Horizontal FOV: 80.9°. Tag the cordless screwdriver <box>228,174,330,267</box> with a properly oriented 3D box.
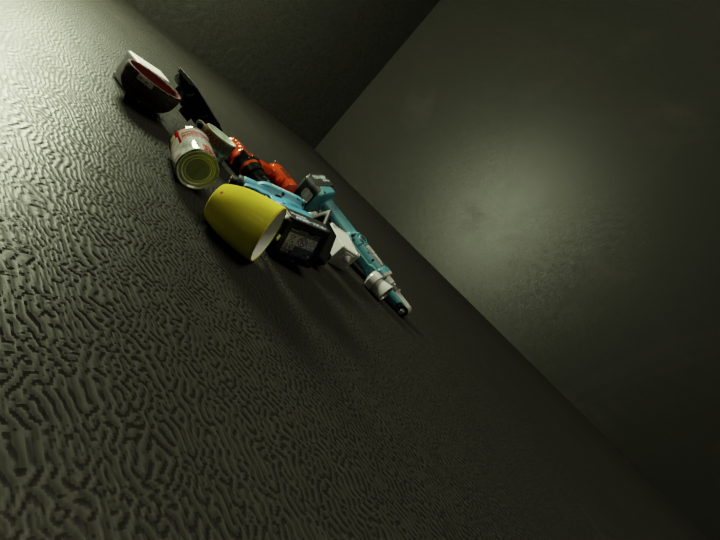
[{"bbox_3d":[-0.157,-0.106,0.770,0.152,0.074,0.261,22,17,-28],"label":"cordless screwdriver"}]

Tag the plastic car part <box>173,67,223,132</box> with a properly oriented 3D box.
[{"bbox_3d":[-0.361,-0.353,0.940,0.068,0.067,0.198,42,-4,9],"label":"plastic car part"}]

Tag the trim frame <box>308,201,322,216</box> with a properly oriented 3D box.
[{"bbox_3d":[-0.081,-0.118,1.194,0.260,0.028,0.175,50,13,28],"label":"trim frame"}]

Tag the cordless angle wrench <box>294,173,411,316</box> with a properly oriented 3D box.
[{"bbox_3d":[-0.012,-0.064,1.056,0.435,0.075,0.094,53,29,15],"label":"cordless angle wrench"}]

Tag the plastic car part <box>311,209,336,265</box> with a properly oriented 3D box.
[{"bbox_3d":[-0.081,-0.053,0.831,0.067,0.068,0.119,51,35,-34],"label":"plastic car part"}]
